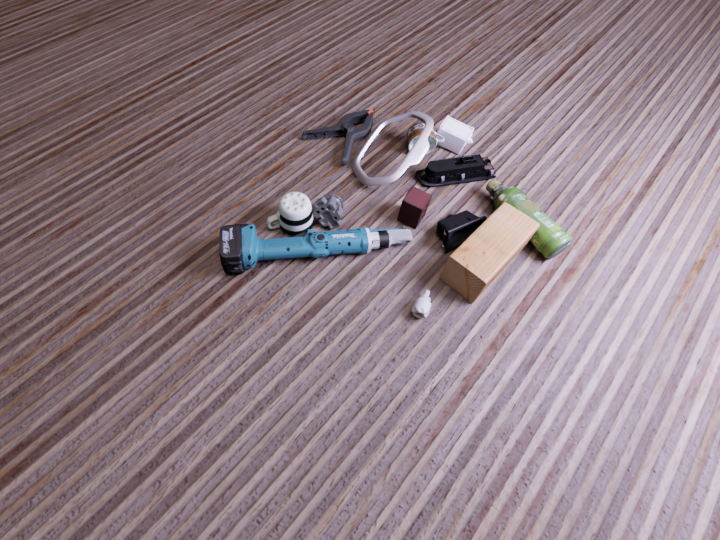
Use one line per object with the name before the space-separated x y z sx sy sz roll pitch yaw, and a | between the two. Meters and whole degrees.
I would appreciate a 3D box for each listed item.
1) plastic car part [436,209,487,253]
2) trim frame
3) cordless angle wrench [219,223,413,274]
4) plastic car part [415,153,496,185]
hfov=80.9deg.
plastic car part | 0.221 -0.101 0.968 0.114 0.063 0.075 -27 49 -22
trim frame | 0.081 -0.311 1.070 0.195 0.026 0.248 21 71 39
cordless angle wrench | -0.091 -0.059 0.929 0.419 0.072 0.101 -5 58 -6
plastic car part | 0.244 -0.255 1.066 0.201 0.065 0.068 -12 66 -5
